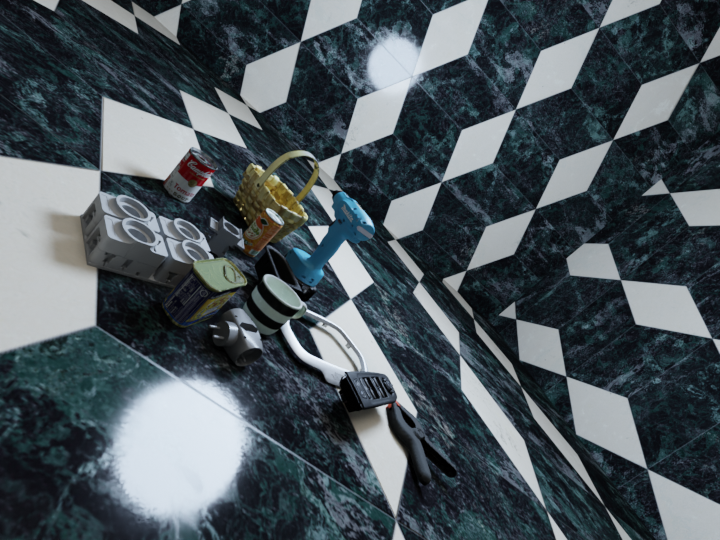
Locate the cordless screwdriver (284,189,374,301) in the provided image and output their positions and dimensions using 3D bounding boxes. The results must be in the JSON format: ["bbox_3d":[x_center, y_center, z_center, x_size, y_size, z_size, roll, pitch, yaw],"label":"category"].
[{"bbox_3d":[-0.092,-0.060,0.944,0.070,0.250,0.168,31,20,-45],"label":"cordless screwdriver"}]

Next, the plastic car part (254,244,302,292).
[{"bbox_3d":[-0.179,0.013,0.855,0.062,0.071,0.123,29,21,-48],"label":"plastic car part"}]

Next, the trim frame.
[{"bbox_3d":[-0.071,0.151,0.849,0.235,0.028,0.194,33,17,-39],"label":"trim frame"}]

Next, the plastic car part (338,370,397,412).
[{"bbox_3d":[0.013,0.228,0.775,0.069,0.067,0.193,52,15,26],"label":"plastic car part"}]
